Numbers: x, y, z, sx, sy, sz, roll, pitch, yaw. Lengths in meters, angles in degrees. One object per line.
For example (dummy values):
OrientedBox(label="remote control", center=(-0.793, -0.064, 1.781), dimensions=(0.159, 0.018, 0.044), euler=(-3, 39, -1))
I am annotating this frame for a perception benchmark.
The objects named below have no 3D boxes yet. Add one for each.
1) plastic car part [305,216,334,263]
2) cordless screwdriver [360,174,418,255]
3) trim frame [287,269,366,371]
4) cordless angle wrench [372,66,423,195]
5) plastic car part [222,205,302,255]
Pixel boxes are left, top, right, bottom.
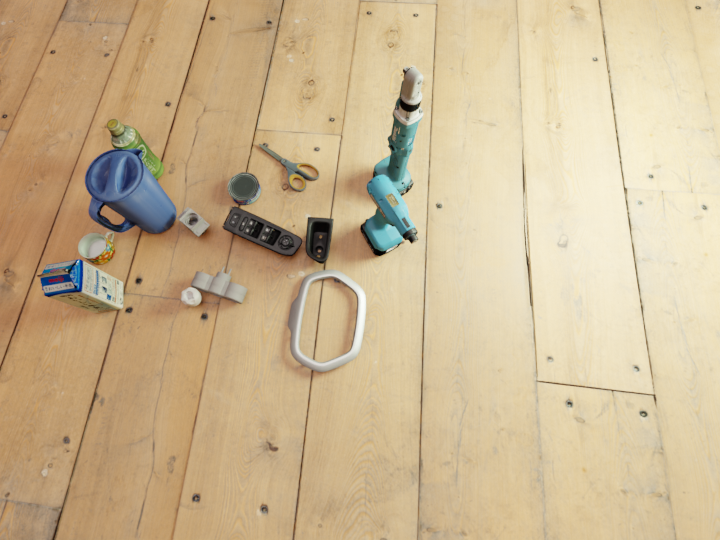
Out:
OrientedBox(label="plastic car part", center=(-0.103, -0.068, 1.058), dimensions=(0.066, 0.069, 0.118), euler=(4, 71, 2))
OrientedBox(label="cordless screwdriver", center=(0.067, -0.097, 0.966), dimensions=(0.074, 0.243, 0.164), euler=(-27, 75, -9))
OrientedBox(label="trim frame", center=(-0.082, 0.116, 1.014), dimensions=(0.186, 0.027, 0.252), euler=(6, 71, 5))
OrientedBox(label="cordless angle wrench", center=(0.090, -0.288, 0.942), dimensions=(0.074, 0.414, 0.101), euler=(-34, 77, -11))
OrientedBox(label="plastic car part", center=(-0.245, -0.090, 1.076), dimensions=(0.207, 0.065, 0.066), euler=(23, 74, 10))
